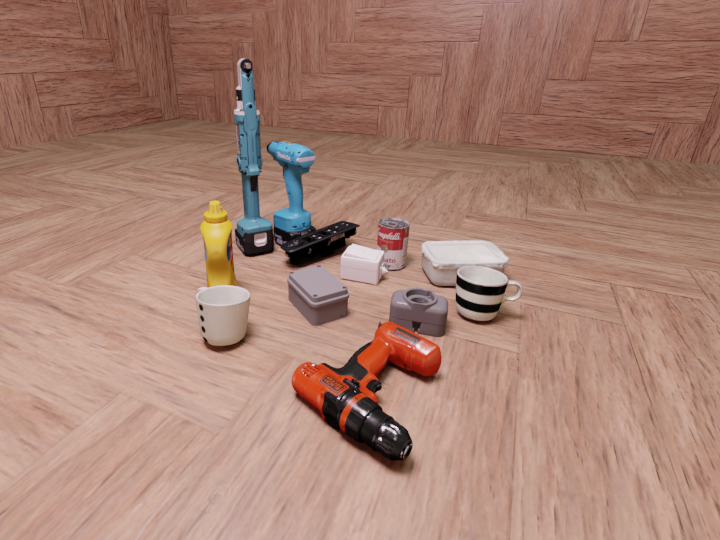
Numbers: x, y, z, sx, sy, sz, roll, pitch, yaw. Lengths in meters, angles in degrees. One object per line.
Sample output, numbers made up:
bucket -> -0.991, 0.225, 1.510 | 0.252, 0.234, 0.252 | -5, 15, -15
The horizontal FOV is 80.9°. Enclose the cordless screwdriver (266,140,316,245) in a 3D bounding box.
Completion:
cordless screwdriver -> -0.174, -0.184, 1.017 | 0.072, 0.243, 0.169 | -17, 31, -37

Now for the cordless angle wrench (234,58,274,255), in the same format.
cordless angle wrench -> -0.246, -0.241, 0.940 | 0.072, 0.413, 0.103 | -11, 28, -27

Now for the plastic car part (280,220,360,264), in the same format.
plastic car part -> -0.095, -0.062, 0.974 | 0.196, 0.065, 0.070 | -21, 34, -36
